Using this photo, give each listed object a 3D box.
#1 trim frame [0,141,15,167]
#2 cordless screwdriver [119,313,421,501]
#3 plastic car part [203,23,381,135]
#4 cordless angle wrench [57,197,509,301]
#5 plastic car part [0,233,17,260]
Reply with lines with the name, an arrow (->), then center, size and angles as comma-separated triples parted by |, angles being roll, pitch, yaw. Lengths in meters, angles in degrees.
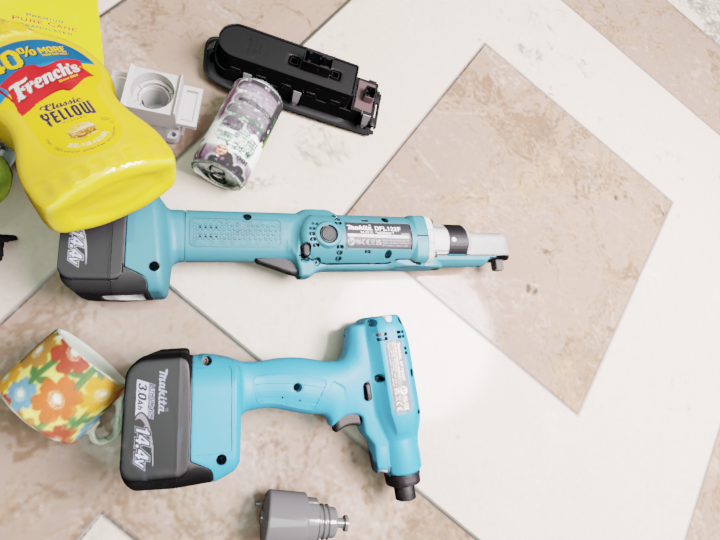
trim frame -> -0.419, -0.128, 0.360 | 0.243, 0.027, 0.187 | -16, 79, -16
cordless screwdriver -> -0.063, 0.129, 0.355 | 0.242, 0.075, 0.162 | -4, 77, -20
plastic car part -> -0.070, -0.208, 0.452 | 0.200, 0.067, 0.067 | 14, 81, -8
cordless angle wrench -> -0.040, -0.026, 0.406 | 0.412, 0.075, 0.099 | 0, 76, -17
plastic car part -> -0.313, 0.010, 0.311 | 0.064, 0.121, 0.070 | -1, 102, -18
